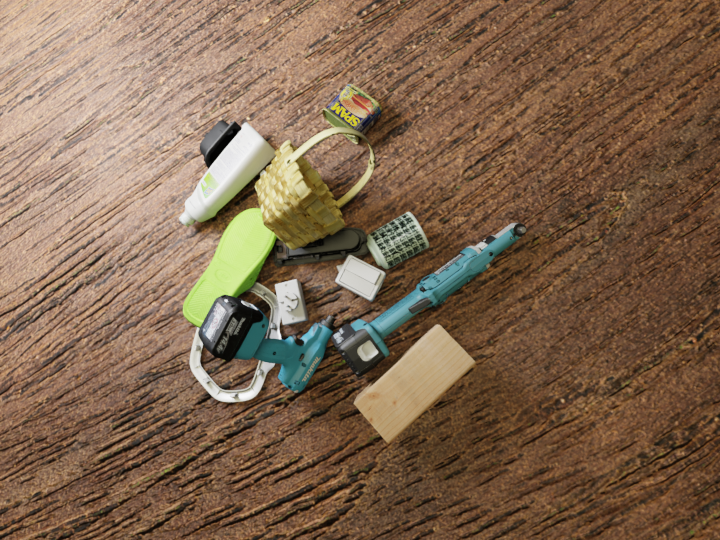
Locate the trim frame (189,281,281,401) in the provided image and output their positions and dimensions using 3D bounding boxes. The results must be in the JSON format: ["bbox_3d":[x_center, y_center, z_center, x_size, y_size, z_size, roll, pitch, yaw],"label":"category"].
[{"bbox_3d":[-0.253,0.143,0.868,0.187,0.027,0.250,14,80,10],"label":"trim frame"}]

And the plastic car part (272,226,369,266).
[{"bbox_3d":[-0.084,-0.055,0.863,0.204,0.065,0.067,-6,74,4],"label":"plastic car part"}]

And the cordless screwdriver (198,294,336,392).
[{"bbox_3d":[-0.155,0.115,0.768,0.078,0.235,0.159,25,81,50],"label":"cordless screwdriver"}]

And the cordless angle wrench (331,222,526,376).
[{"bbox_3d":[0.138,0.038,0.800,0.422,0.100,0.073,-36,100,-4],"label":"cordless angle wrench"}]

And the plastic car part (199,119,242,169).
[{"bbox_3d":[-0.318,-0.289,0.944,0.116,0.063,0.074,-44,64,2],"label":"plastic car part"}]
